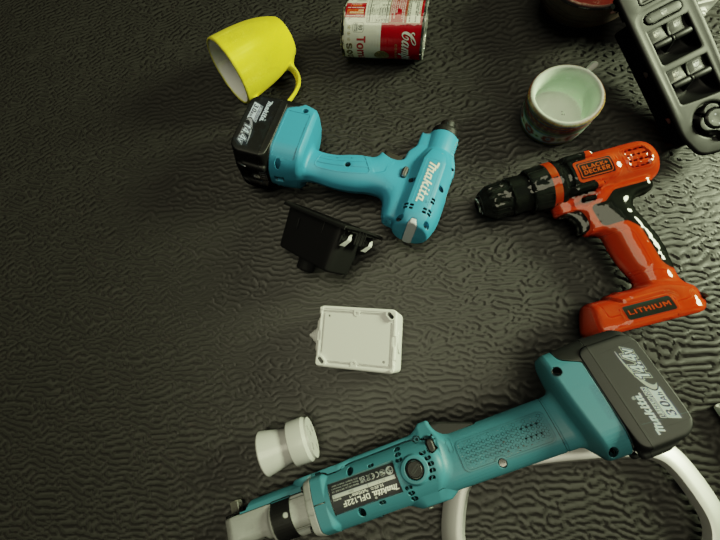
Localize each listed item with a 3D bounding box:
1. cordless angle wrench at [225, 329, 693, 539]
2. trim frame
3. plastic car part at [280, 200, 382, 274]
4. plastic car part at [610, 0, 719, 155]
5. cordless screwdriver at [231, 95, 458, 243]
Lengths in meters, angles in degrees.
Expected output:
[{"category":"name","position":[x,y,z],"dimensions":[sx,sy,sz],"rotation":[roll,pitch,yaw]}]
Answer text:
[{"category":"cordless angle wrench","position":[0.056,0.183,0.397],"dimensions":[0.427,0.071,0.102],"rotation":[-25,60,10]},{"category":"trim frame","position":[0.201,0.240,0.390],"dimensions":[0.251,0.027,0.188],"rotation":[-11,75,8]},{"category":"plastic car part","position":[-0.047,-0.031,0.478],"dimensions":[0.123,0.062,0.071],"rotation":[22,95,41]},{"category":"plastic car part","position":[0.325,-0.211,0.447],"dimensions":[0.066,0.067,0.204],"rotation":[-27,88,-3]},{"category":"cordless screwdriver","position":[-0.014,-0.142,0.500],"dimensions":[0.254,0.072,0.160],"rotation":[20,68,10]}]
